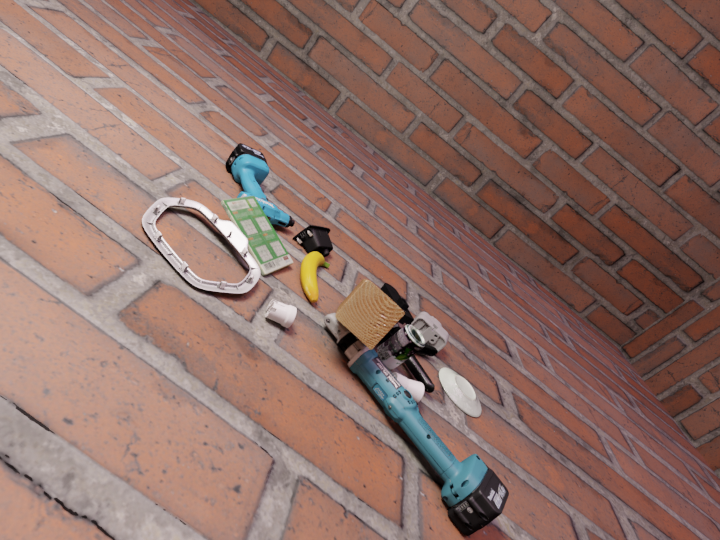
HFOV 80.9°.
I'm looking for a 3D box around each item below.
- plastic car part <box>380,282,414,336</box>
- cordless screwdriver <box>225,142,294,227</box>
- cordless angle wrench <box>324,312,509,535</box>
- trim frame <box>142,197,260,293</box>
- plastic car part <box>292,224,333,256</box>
[{"bbox_3d":[0.075,0.087,0.980,0.064,0.067,0.211,22,16,-22],"label":"plastic car part"},{"bbox_3d":[-0.256,-0.210,1.079,0.150,0.075,0.261,20,34,-40],"label":"cordless screwdriver"},{"bbox_3d":[0.070,0.239,0.759,0.441,0.074,0.093,48,23,23],"label":"cordless angle wrench"},{"bbox_3d":[-0.288,-0.052,0.780,0.255,0.027,0.179,44,29,13],"label":"trim frame"},{"bbox_3d":[-0.105,-0.069,1.075,0.111,0.067,0.073,6,56,-58],"label":"plastic car part"}]
